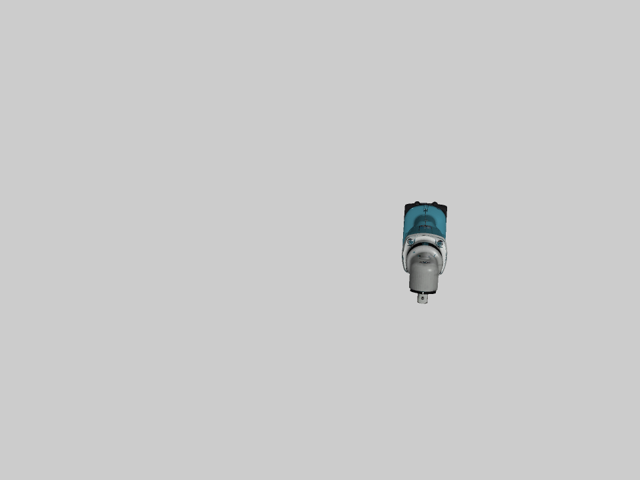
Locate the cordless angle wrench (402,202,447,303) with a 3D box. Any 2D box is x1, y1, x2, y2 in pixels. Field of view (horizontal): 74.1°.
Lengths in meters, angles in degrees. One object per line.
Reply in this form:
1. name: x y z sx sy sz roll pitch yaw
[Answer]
1. cordless angle wrench: 0.147 0.005 0.600 0.074 0.098 0.422 3 9 13
